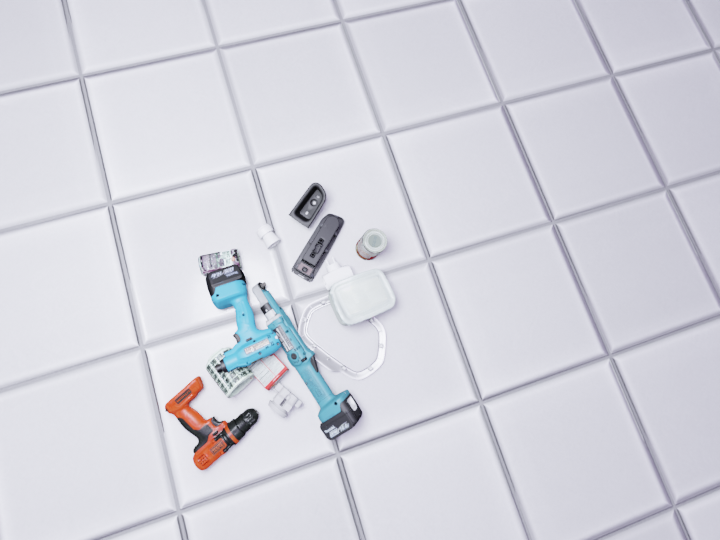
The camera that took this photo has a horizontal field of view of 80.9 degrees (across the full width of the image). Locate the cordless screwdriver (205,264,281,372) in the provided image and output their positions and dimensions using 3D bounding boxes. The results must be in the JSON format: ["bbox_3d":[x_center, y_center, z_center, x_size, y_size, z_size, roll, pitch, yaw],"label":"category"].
[{"bbox_3d":[-0.318,0.118,1.043,0.156,0.073,0.258,-25,67,-17],"label":"cordless screwdriver"}]

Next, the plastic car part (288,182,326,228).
[{"bbox_3d":[-0.135,-0.181,1.161,0.066,0.071,0.116,35,93,-1],"label":"plastic car part"}]

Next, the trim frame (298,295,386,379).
[{"bbox_3d":[-0.045,0.173,1.115,0.249,0.027,0.184,37,78,2],"label":"trim frame"}]

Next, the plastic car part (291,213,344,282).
[{"bbox_3d":[-0.112,-0.073,1.148,0.067,0.066,0.203,28,74,5],"label":"plastic car part"}]

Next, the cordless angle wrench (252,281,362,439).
[{"bbox_3d":[-0.155,0.211,1.070,0.099,0.072,0.432,-39,78,17],"label":"cordless angle wrench"}]
